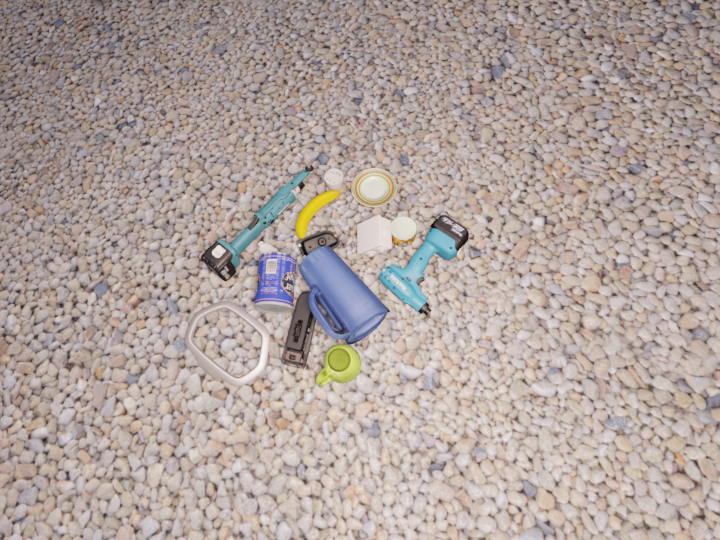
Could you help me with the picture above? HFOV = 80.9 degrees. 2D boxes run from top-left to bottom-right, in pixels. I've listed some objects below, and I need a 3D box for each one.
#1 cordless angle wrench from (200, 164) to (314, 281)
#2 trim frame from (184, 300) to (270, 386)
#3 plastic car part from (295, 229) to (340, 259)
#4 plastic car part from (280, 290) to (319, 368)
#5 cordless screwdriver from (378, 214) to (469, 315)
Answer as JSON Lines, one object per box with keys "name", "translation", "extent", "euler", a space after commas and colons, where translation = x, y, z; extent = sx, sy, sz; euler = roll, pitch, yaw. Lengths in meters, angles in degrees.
{"name": "cordless angle wrench", "translation": [-0.274, -0.154, 1.215], "extent": [0.077, 0.095, 0.421], "euler": [35, 72, 16]}
{"name": "trim frame", "translation": [-0.350, 0.189, 1.112], "extent": [0.257, 0.027, 0.184], "euler": [32, 74, 16]}
{"name": "plastic car part", "translation": [-0.113, -0.074, 1.157], "extent": [0.116, 0.071, 0.066], "euler": [-23, 91, -1]}
{"name": "plastic car part", "translation": [-0.156, 0.142, 1.089], "extent": [0.068, 0.064, 0.206], "euler": [6, 66, 15]}
{"name": "cordless screwdriver", "translation": [0.186, -0.014, 1.100], "extent": [0.248, 0.072, 0.165], "euler": [-45, 70, -7]}
